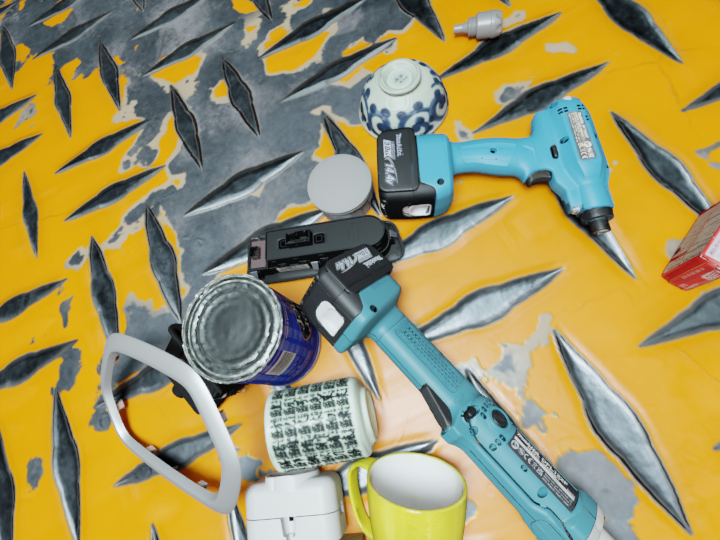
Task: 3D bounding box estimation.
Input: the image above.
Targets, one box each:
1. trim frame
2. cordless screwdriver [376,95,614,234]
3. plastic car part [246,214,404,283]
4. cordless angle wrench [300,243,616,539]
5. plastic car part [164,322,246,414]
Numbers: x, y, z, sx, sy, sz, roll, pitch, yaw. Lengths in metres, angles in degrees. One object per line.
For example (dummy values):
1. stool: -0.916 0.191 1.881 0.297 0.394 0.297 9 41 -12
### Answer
1. trim frame: -0.215 0.162 0.458 0.261 0.027 0.181 8 107 32
2. cordless screwdriver: 0.145 -0.103 0.485 0.252 0.072 0.163 -8 71 8
3. plastic car part: -0.051 -0.033 0.520 0.206 0.064 0.068 -6 61 10
4. cordless angle wrench: 0.112 0.151 0.400 0.438 0.095 0.074 46 131 18
5. plastic car part: -0.197 0.125 0.508 0.122 0.063 0.071 33 97 24
